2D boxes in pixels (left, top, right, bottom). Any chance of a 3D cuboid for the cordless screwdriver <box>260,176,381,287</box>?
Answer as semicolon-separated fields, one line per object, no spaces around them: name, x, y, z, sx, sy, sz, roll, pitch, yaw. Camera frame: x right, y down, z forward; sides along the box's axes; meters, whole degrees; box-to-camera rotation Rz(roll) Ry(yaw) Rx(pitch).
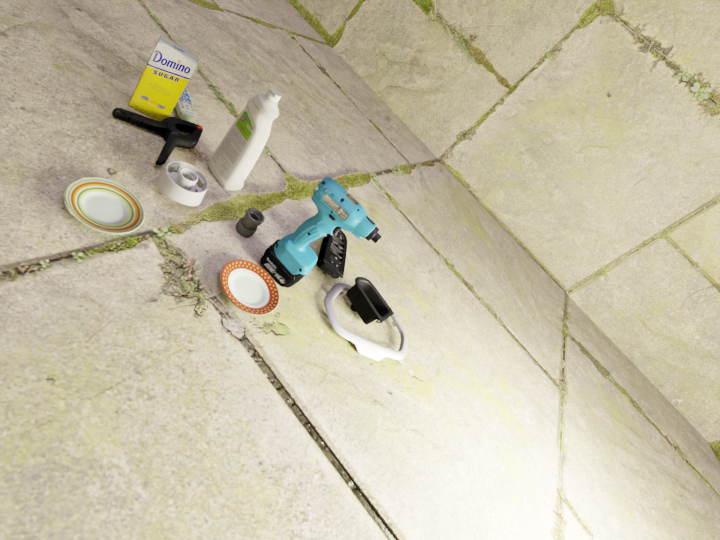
cordless screwdriver;-0.085;-0.056;0.869;0.159;0.251;0.074;45;31;-2

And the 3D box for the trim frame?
trim frame;0.015;0.120;0.989;0.238;0.028;0.190;27;35;-26

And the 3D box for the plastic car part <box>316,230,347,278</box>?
plastic car part;-0.071;-0.045;1.052;0.064;0.068;0.207;35;32;-17

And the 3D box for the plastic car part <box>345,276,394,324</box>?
plastic car part;0.011;0.078;0.993;0.119;0.071;0.064;52;32;13
